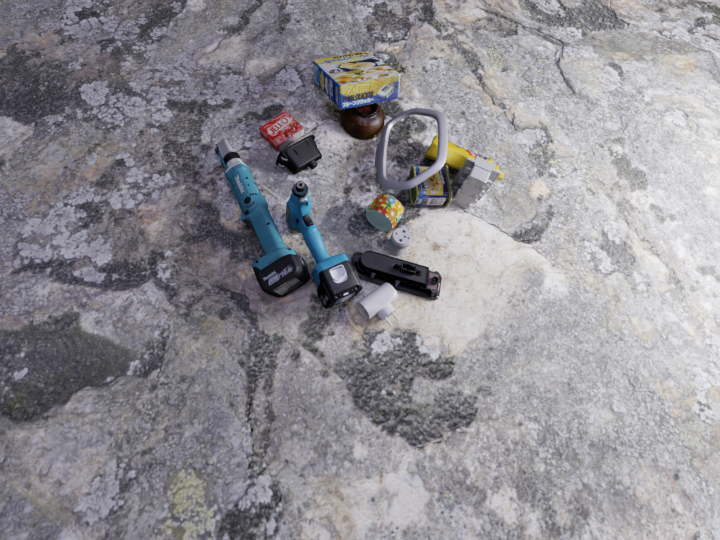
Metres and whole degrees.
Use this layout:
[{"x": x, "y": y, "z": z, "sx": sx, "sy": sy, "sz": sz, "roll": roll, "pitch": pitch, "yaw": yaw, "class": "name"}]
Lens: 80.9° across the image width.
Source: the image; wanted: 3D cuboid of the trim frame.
[{"x": 0.117, "y": -0.296, "z": 1.018, "sx": 0.191, "sy": 0.026, "sz": 0.253, "roll": -8, "pitch": 62, "yaw": 27, "class": "trim frame"}]

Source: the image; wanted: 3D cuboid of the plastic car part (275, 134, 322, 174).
[{"x": -0.138, "y": -0.275, "z": 1.026, "sx": 0.114, "sy": 0.067, "sz": 0.071, "roll": -33, "pitch": 89, "yaw": -22, "class": "plastic car part"}]

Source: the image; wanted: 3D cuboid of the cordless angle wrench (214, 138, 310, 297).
[{"x": -0.239, "y": -0.142, "z": 0.939, "sx": 0.098, "sy": 0.071, "sz": 0.440, "roll": -32, "pitch": 65, "yaw": 7, "class": "cordless angle wrench"}]

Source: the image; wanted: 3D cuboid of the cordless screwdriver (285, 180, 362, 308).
[{"x": -0.085, "y": -0.055, "z": 0.865, "sx": 0.073, "sy": 0.157, "sz": 0.257, "roll": -22, "pitch": 71, "yaw": -18, "class": "cordless screwdriver"}]

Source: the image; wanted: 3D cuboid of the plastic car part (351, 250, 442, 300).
[{"x": 0.077, "y": 0.004, "z": 0.905, "sx": 0.205, "sy": 0.066, "sz": 0.067, "roll": 15, "pitch": 72, "yaw": 5, "class": "plastic car part"}]
